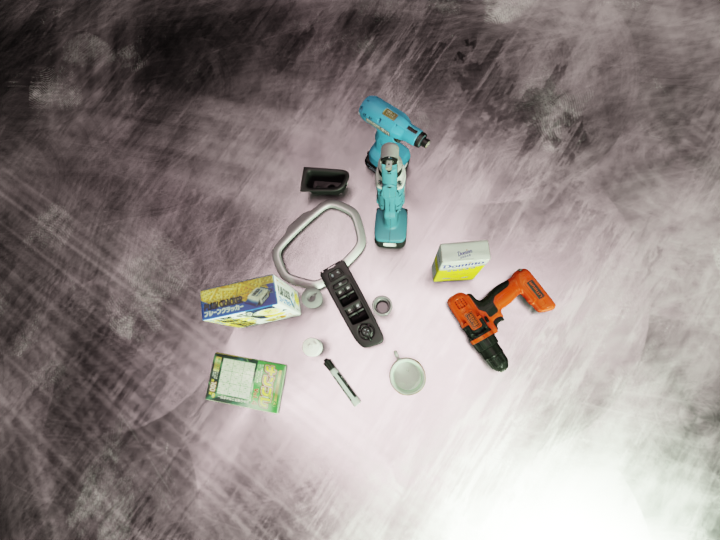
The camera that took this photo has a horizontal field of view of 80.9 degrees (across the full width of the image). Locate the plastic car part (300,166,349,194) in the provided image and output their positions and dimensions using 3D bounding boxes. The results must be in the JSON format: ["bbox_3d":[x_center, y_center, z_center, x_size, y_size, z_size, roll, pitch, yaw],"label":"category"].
[{"bbox_3d":[-0.083,-0.213,1.047,0.119,0.069,0.067,6,78,10],"label":"plastic car part"}]

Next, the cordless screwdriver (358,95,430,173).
[{"bbox_3d":[0.078,-0.275,0.946,0.164,0.242,0.074,38,84,13],"label":"cordless screwdriver"}]

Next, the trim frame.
[{"bbox_3d":[-0.101,-0.066,1.033,0.248,0.027,0.190,-45,73,-4],"label":"trim frame"}]

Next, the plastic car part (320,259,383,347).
[{"bbox_3d":[-0.017,0.081,0.961,0.066,0.065,0.209,-29,73,0],"label":"plastic car part"}]

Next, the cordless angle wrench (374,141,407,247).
[{"bbox_3d":[0.059,-0.140,0.825,0.075,0.412,0.099,4,78,5],"label":"cordless angle wrench"}]
